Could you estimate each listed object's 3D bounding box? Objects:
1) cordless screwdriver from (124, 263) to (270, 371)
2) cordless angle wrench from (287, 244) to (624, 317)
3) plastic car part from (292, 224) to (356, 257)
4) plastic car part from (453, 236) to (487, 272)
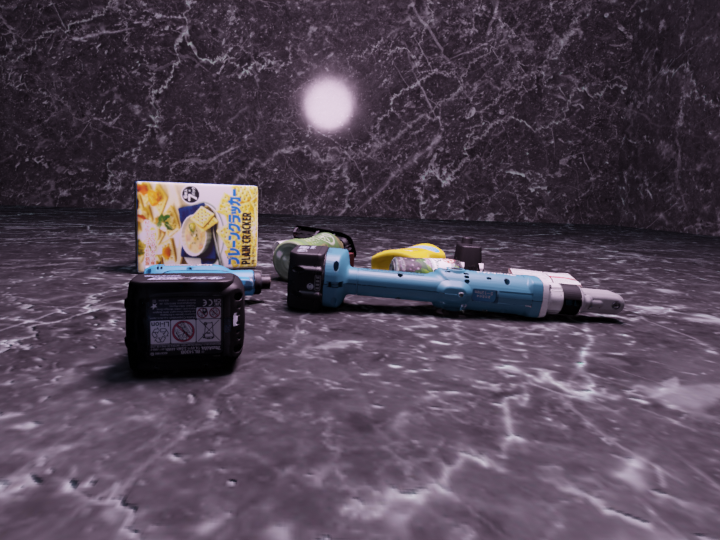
[{"bbox_3d":[-0.160,0.029,0.455,0.155,0.074,0.257,-1,7,-20],"label":"cordless screwdriver"},{"bbox_3d":[0.119,0.023,0.552,0.426,0.074,0.098,5,9,4],"label":"cordless angle wrench"},{"bbox_3d":[-0.098,-0.064,1.005,0.214,0.065,0.065,11,22,40],"label":"plastic car part"},{"bbox_3d":[0.218,-0.033,0.869,0.067,0.070,0.117,4,12,3],"label":"plastic car part"}]
